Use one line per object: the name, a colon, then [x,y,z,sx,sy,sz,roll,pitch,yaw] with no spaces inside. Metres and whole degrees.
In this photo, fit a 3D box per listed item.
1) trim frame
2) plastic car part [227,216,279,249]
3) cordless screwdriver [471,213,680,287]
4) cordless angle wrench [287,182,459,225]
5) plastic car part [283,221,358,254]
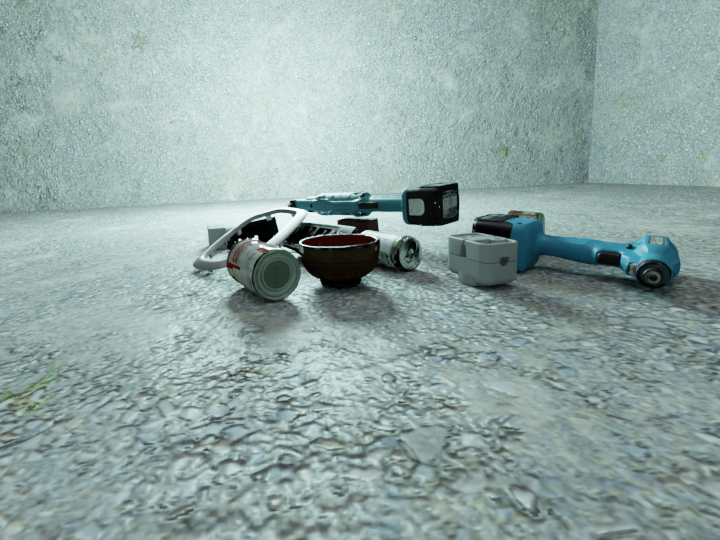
trim frame: [-0.196,-0.062,0.771,0.191,0.026,0.249,-6,30,23]
plastic car part: [-0.239,-0.071,0.910,0.112,0.066,0.073,-16,2,-34]
cordless screwdriver: [0.279,-0.026,0.583,0.262,0.073,0.153,11,18,34]
cordless angle wrench: [-0.002,-0.143,0.911,0.445,0.073,0.094,8,17,41]
plastic car part: [-0.073,-0.048,0.750,0.214,0.066,0.063,16,-17,48]
